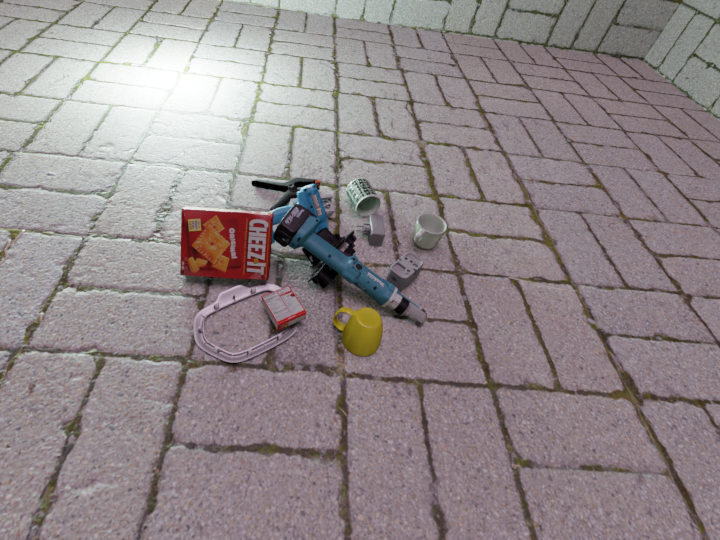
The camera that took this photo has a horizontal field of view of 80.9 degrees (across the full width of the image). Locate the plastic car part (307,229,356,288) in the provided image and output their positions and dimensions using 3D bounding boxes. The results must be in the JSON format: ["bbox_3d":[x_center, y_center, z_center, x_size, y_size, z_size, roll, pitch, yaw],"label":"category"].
[{"bbox_3d":[-0.067,-0.021,1.105,0.066,0.068,0.200,50,49,-9],"label":"plastic car part"}]

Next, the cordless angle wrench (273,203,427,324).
[{"bbox_3d":[-0.016,0.001,1.025,0.422,0.074,0.098,36,53,-1],"label":"cordless angle wrench"}]

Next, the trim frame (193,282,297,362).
[{"bbox_3d":[-0.258,0.110,0.969,0.242,0.027,0.194,-25,55,-27],"label":"trim frame"}]

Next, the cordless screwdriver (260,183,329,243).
[{"bbox_3d":[-0.204,-0.118,1.139,0.244,0.155,0.077,-26,18,-19],"label":"cordless screwdriver"}]

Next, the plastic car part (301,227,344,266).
[{"bbox_3d":[-0.110,-0.072,1.122,0.070,0.068,0.115,52,54,-10],"label":"plastic car part"}]
